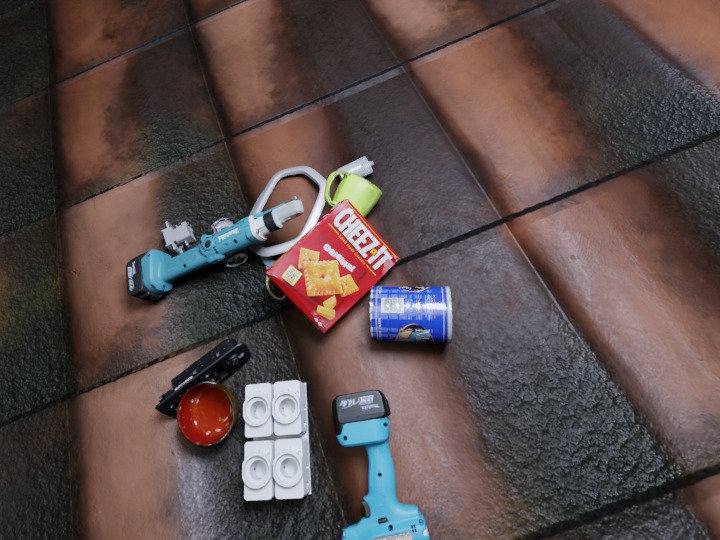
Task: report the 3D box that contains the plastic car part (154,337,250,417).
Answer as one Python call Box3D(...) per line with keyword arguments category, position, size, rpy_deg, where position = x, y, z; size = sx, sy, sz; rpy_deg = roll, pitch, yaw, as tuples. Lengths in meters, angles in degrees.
Box3D(category="plastic car part", position=(-0.309, 0.205, 0.842), size=(0.202, 0.063, 0.071), rpy_deg=(-35, 41, -3))

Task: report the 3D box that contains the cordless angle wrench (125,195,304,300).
Box3D(category="cordless angle wrench", position=(-0.305, -0.049, 0.886), size=(0.430, 0.071, 0.101), rpy_deg=(-22, 67, 16))

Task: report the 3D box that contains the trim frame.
Box3D(category="trim frame", position=(-0.171, -0.138, 0.957), size=(0.192, 0.026, 0.250), rpy_deg=(10, 67, 24))

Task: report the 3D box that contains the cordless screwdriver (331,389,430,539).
Box3D(category="cordless screwdriver", position=(0.003, 0.337, 0.709), size=(0.160, 0.072, 0.256), rpy_deg=(-17, 69, 4))
